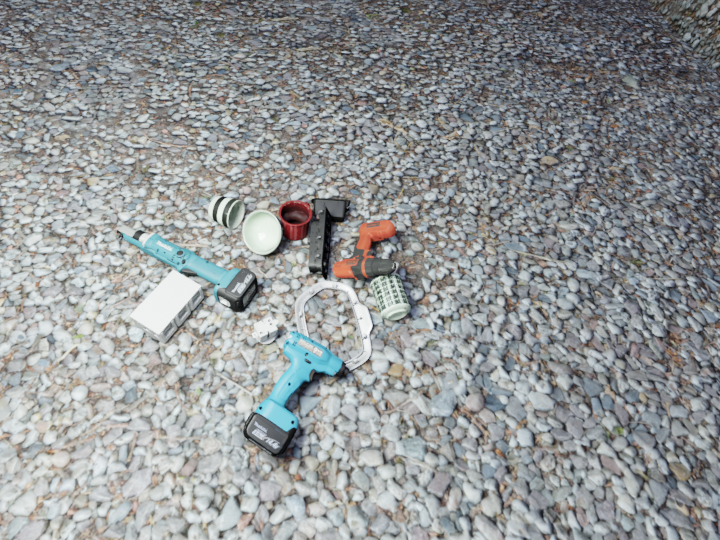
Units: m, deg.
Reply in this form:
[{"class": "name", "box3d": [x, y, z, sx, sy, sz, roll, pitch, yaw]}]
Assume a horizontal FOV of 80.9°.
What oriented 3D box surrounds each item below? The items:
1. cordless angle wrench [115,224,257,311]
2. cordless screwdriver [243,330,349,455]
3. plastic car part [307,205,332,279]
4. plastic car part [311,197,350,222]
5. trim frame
[{"class": "cordless angle wrench", "box3d": [-0.467, -0.028, 1.106, 0.435, 0.072, 0.098, 24, 56, 14]}, {"class": "cordless screwdriver", "box3d": [-0.135, 0.270, 0.910, 0.159, 0.074, 0.250, 28, 60, -2]}, {"class": "plastic car part", "box3d": [-0.113, -0.074, 1.159, 0.068, 0.064, 0.208, -4, 66, 4]}, {"class": "plastic car part", "box3d": [-0.090, -0.172, 1.250, 0.116, 0.065, 0.072, 2, 70, -2]}, {"class": "trim frame", "box3d": [-0.066, 0.131, 1.055, 0.181, 0.027, 0.259, -8, 54, -12]}]
